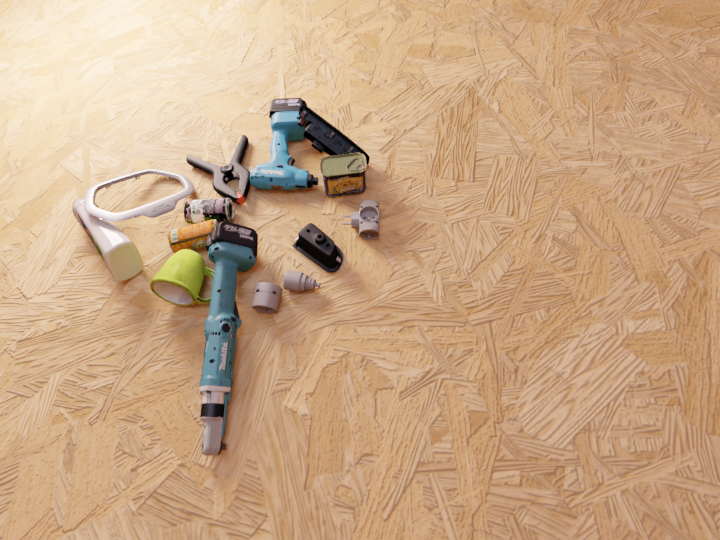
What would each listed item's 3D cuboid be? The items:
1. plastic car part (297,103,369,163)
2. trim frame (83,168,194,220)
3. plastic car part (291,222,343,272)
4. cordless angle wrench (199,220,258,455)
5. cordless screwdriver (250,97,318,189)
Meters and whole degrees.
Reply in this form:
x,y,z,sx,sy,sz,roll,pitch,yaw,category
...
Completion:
x,y,z,sx,sy,sz,roll,pitch,yaw,category
-0.068,-0.299,0.982,0.201,0.067,0.067,33,74,-4,plastic car part
-0.508,-0.177,0.976,0.193,0.027,0.243,30,42,25,trim frame
-0.086,-0.056,0.879,0.122,0.068,0.065,37,71,26,plastic car part
-0.261,0.113,0.798,0.093,0.076,0.433,15,60,-32,cordless angle wrench
-0.166,-0.303,1.029,0.162,0.072,0.253,4,65,8,cordless screwdriver
